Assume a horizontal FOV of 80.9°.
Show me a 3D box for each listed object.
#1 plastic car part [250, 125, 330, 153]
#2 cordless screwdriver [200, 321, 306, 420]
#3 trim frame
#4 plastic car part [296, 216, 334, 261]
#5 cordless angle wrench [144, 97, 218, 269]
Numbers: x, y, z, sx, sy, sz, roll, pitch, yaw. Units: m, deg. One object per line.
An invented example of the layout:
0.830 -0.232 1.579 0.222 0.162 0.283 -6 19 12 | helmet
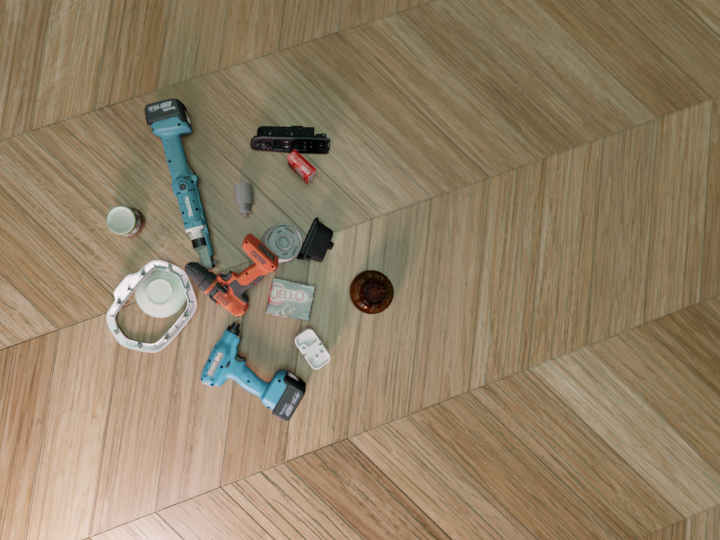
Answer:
-0.180 -0.336 1.072 0.202 0.066 0.068 -3 79 -3 | plastic car part
-0.249 0.244 1.031 0.250 0.074 0.159 25 86 3 | cordless screwdriver
-0.512 0.091 1.031 0.184 0.027 0.249 43 98 -1 | trim frame
-0.104 -0.068 1.065 0.069 0.068 0.117 28 83 -19 | plastic car part
-0.433 -0.206 1.052 0.097 0.075 0.423 -15 90 -5 | cordless angle wrench
